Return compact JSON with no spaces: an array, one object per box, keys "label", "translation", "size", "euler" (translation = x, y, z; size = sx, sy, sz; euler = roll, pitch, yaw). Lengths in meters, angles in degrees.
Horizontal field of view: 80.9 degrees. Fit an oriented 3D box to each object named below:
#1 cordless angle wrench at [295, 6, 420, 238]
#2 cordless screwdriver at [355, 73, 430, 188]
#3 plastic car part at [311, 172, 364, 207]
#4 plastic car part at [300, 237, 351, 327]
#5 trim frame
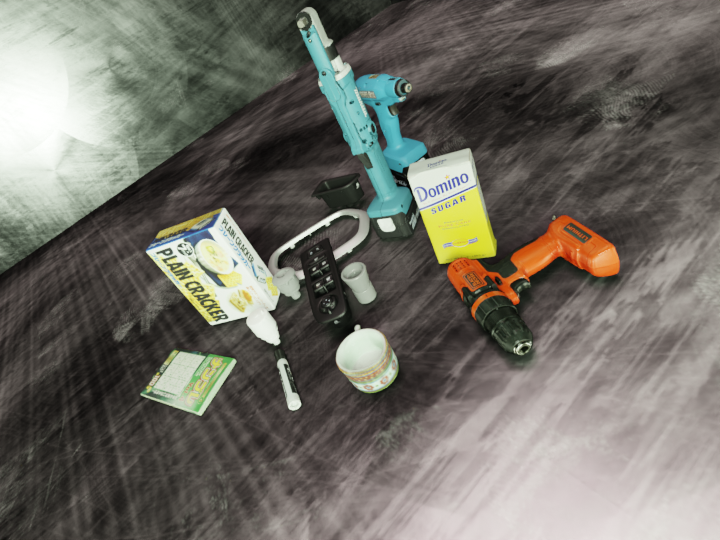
[{"label":"cordless angle wrench","translation":[-0.002,-0.238,0.734],"size":[0.077,0.403,0.098],"euler":[-5,40,32]},{"label":"cordless screwdriver","translation":[0.083,-0.288,0.878],"size":[0.074,0.237,0.168],"euler":[-38,34,-13]},{"label":"plastic car part","translation":[-0.043,-0.177,0.981],"size":[0.122,0.068,0.066],"euler":[-2,43,34]},{"label":"plastic car part","translation":[-0.059,0.028,0.745],"size":[0.067,0.064,0.211],"euler":[-26,35,5]},{"label":"trim frame","translation":[-0.088,-0.058,0.904],"size":[0.247,0.026,0.194],"euler":[-35,35,-7]}]
